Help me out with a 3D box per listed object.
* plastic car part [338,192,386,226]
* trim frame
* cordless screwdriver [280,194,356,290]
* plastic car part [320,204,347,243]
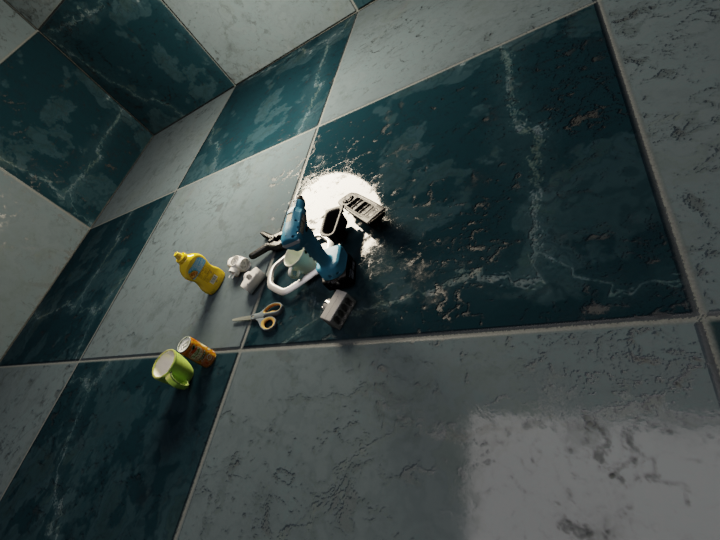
[{"bbox_3d":[0.006,-0.172,1.202,0.066,0.063,0.214,-46,40,-2],"label":"plastic car part"},{"bbox_3d":[-0.179,-0.022,1.261,0.250,0.026,0.193,-37,41,9],"label":"trim frame"},{"bbox_3d":[-0.105,-0.069,1.075,0.076,0.235,0.163,-21,44,27],"label":"cordless screwdriver"},{"bbox_3d":[-0.070,-0.122,1.221,0.068,0.067,0.119,-14,48,32],"label":"plastic car part"}]
